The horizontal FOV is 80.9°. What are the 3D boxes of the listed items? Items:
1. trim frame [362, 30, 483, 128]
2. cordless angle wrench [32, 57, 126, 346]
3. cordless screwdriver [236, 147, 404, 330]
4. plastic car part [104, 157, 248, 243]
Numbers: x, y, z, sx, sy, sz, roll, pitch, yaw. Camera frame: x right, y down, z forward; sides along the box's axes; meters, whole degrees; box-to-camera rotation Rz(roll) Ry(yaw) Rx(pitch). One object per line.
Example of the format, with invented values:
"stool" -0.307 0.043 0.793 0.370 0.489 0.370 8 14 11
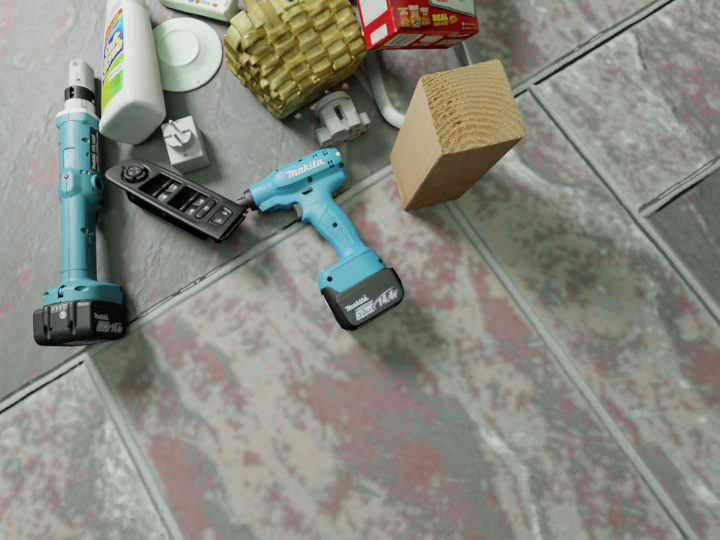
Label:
"trim frame" 0.101 -0.316 0.652 0.184 0.027 0.253 -14 77 -1
"cordless angle wrench" -0.388 -0.114 0.589 0.074 0.096 0.431 -10 75 -1
"cordless screwdriver" -0.056 -0.037 0.576 0.158 0.073 0.255 -25 76 -4
"plastic car part" -0.258 -0.096 0.591 0.206 0.066 0.066 29 61 7
